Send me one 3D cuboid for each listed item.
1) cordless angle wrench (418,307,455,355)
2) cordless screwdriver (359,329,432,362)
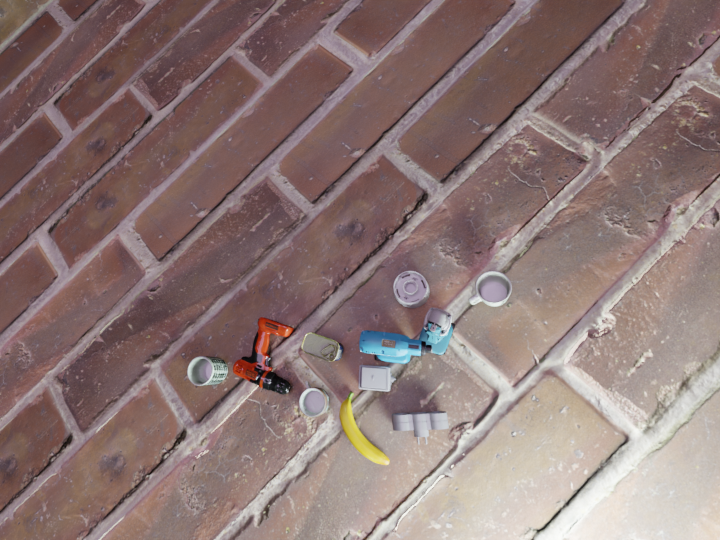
[{"bbox_3d":[0.171,0.128,0.948,0.077,0.408,0.098,20,81,14],"label":"cordless angle wrench"},{"bbox_3d":[0.094,0.189,1.040,0.163,0.240,0.075,5,77,12],"label":"cordless screwdriver"}]
